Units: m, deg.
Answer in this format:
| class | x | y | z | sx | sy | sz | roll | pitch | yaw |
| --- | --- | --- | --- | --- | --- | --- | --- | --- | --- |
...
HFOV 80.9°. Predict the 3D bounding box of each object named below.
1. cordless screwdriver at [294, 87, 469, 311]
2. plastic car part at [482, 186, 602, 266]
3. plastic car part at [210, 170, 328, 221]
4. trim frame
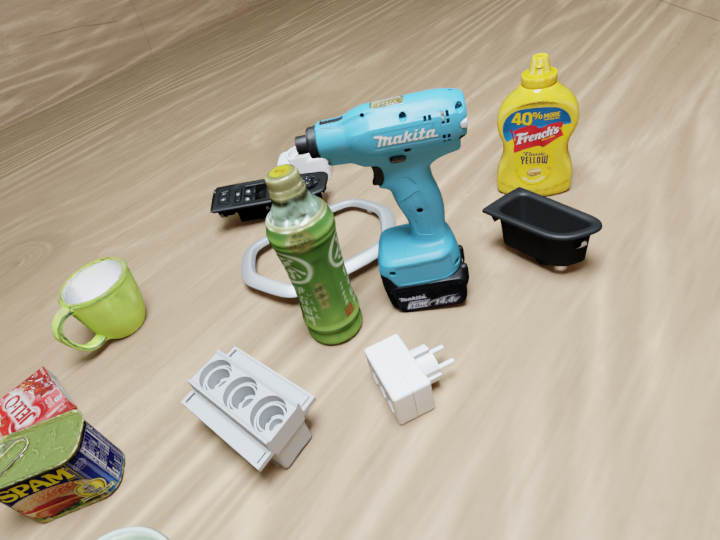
| class | x | y | z | sx | sy | sz | roll | pitch | yaw |
| --- | --- | --- | --- | --- | --- | --- | --- | --- | --- |
| cordless screwdriver | 0.035 | -0.062 | 0.458 | 0.162 | 0.238 | 0.076 | -6 | 41 | 12 |
| plastic car part | 0.213 | -0.042 | 0.499 | 0.065 | 0.068 | 0.123 | -31 | 42 | -16 |
| plastic car part | -0.150 | -0.121 | 0.725 | 0.205 | 0.064 | 0.068 | -12 | 40 | 8 |
| trim frame | -0.062 | -0.040 | 0.632 | 0.246 | 0.026 | 0.195 | -30 | 42 | -13 |
